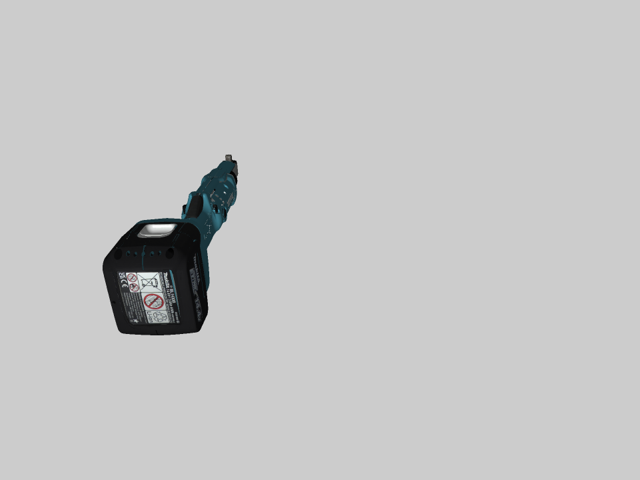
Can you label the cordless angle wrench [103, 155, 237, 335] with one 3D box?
[{"bbox_3d":[-0.153,-0.036,0.559,0.074,0.098,0.421,-1,25,-1],"label":"cordless angle wrench"}]
